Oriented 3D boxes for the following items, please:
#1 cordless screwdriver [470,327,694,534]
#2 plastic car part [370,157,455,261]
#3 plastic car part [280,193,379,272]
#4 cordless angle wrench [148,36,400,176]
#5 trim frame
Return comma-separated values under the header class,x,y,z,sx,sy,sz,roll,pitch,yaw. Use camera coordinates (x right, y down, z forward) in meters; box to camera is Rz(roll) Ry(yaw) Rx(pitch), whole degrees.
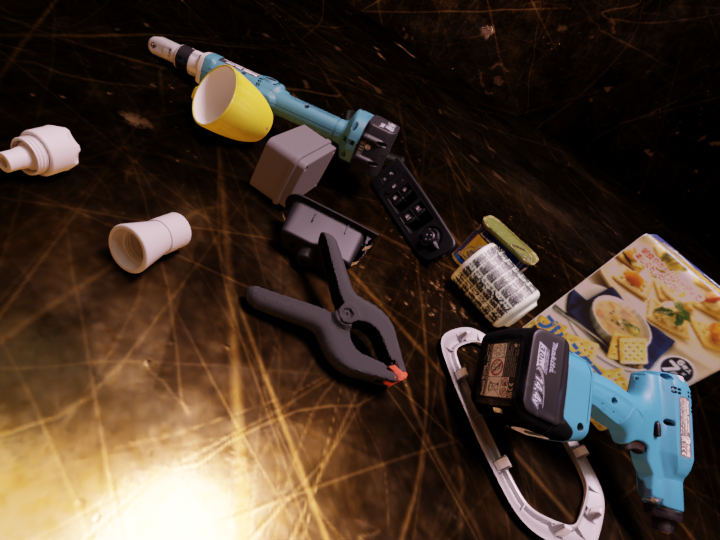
class,x,y,z,sx,sy,sz,roll,pitch,yaw
cordless screwdriver,0.238,0.160,0.434,0.242,0.075,0.161,20,69,-15
plastic car part,0.089,-0.091,0.689,0.063,0.067,0.213,39,20,-49
plastic car part,-0.049,-0.032,0.500,0.115,0.066,0.072,26,50,-8
cordless angle wrench,-0.147,-0.276,0.668,0.426,0.074,0.098,26,29,3
trim frame,0.178,0.167,0.474,0.176,0.027,0.259,12,42,-29
